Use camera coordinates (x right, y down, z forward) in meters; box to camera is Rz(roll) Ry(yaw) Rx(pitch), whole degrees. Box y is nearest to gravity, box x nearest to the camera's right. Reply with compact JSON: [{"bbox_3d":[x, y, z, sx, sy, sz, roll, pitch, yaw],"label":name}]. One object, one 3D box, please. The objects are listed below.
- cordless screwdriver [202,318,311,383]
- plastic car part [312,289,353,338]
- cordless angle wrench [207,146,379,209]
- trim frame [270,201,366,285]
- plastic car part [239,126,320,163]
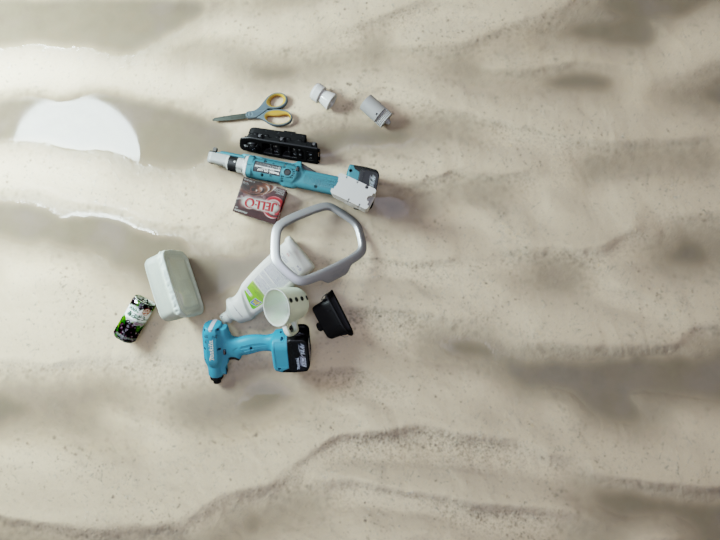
[{"bbox_3d":[-0.240,0.197,0.980,0.250,0.075,0.156,2,110,2],"label":"cordless screwdriver"},{"bbox_3d":[-0.074,0.114,0.998,0.072,0.065,0.117,-25,89,14],"label":"plastic car part"},{"bbox_3d":[-0.171,-0.233,1.026,0.428,0.073,0.098,13,87,6],"label":"cordless angle wrench"},{"bbox_3d":[-0.096,-0.063,0.981,0.242,0.028,0.188,-27,78,-30],"label":"trim frame"},{"bbox_3d":[-0.197,-0.313,1.036,0.204,0.065,0.068,6,77,3],"label":"plastic car part"}]
